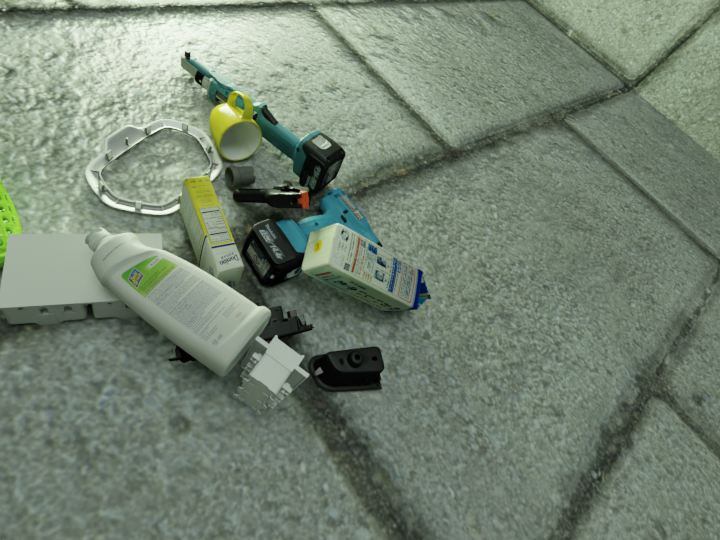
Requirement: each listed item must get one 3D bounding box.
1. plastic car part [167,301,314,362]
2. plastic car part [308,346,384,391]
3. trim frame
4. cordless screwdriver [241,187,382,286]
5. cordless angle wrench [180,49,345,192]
[{"bbox_3d":[-0.171,0.085,0.603,0.197,0.068,0.067,-15,93,-26],"label":"plastic car part"},{"bbox_3d":[-0.012,0.143,0.639,0.112,0.071,0.068,3,56,-26],"label":"plastic car part"},{"bbox_3d":[-0.361,-0.193,0.755,0.185,0.027,0.248,31,52,1],"label":"trim frame"},{"bbox_3d":[-0.073,-0.048,0.747,0.242,0.075,0.163,-31,76,-40],"label":"cordless screwdriver"},{"bbox_3d":[-0.221,-0.324,0.873,0.433,0.097,0.073,39,50,12],"label":"cordless angle wrench"}]
